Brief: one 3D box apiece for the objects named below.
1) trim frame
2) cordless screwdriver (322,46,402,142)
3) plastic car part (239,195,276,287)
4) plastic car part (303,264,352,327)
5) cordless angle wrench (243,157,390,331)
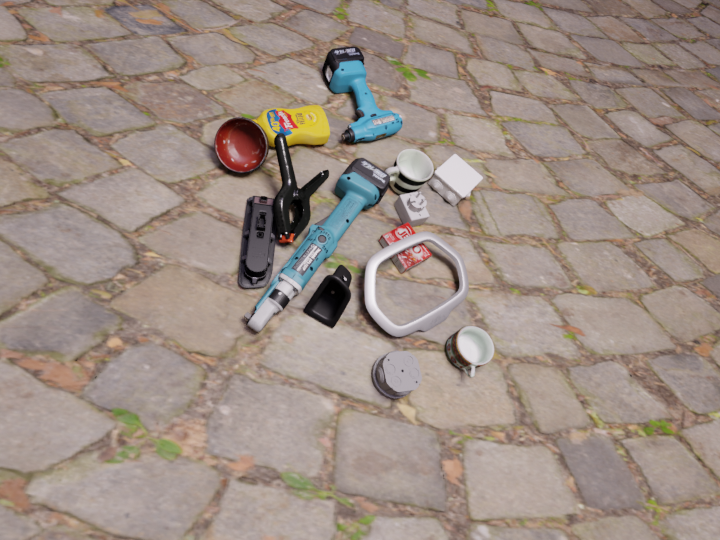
[{"bbox_3d":[0.112,0.026,0.837,0.243,0.028,0.185,-26,85,-25],"label":"trim frame"},{"bbox_3d":[-0.020,-0.422,1.029,0.155,0.074,0.255,-22,75,-23],"label":"cordless screwdriver"},{"bbox_3d":[-0.192,-0.064,0.816,0.064,0.067,0.207,10,64,-19],"label":"plastic car part"},{"bbox_3d":[-0.047,0.037,0.775,0.066,0.116,0.071,30,37,-2],"label":"plastic car part"},{"bbox_3d":[-0.081,-0.053,0.831,0.099,0.074,0.422,33,63,2],"label":"cordless angle wrench"}]
